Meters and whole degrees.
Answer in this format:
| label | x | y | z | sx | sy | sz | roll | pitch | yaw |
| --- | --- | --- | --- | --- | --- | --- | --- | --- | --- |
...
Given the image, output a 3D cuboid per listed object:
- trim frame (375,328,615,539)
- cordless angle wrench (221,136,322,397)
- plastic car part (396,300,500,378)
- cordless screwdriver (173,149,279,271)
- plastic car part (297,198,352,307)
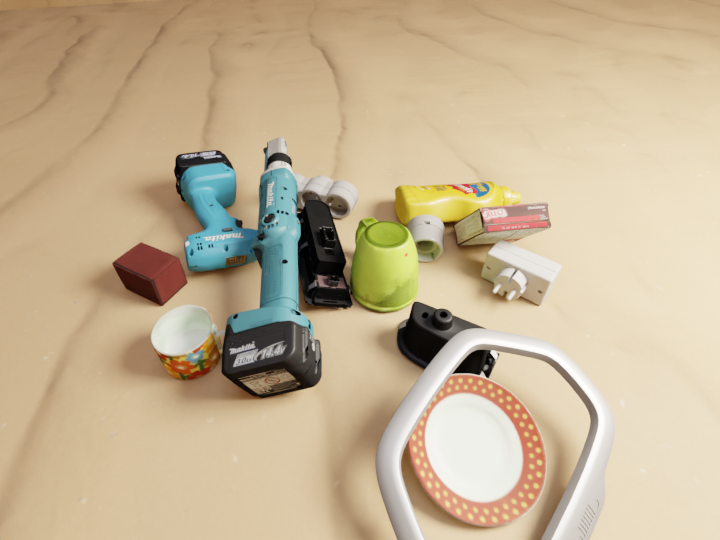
| label | x | y | z | sx | sy | sz | roll | pitch | yaw |
| --- | --- | --- | --- | --- | --- | --- | --- | --- | --- |
| trim frame | 0.125 | 0.163 | 0.380 | 0.190 | 0.027 | 0.246 | 34 | 63 | 17 |
| cordless angle wrench | -0.114 | -0.052 | 0.575 | 0.099 | 0.070 | 0.438 | -18 | 49 | 12 |
| plastic car part | 0.096 | 0.076 | 0.478 | 0.122 | 0.069 | 0.065 | 26 | 49 | 23 |
| cordless screwdriver | -0.216 | -0.103 | 0.689 | 0.155 | 0.073 | 0.262 | -10 | 47 | -21 |
| plastic car part | -0.060 | -0.039 | 0.610 | 0.065 | 0.066 | 0.212 | -1 | 38 | -17 |
